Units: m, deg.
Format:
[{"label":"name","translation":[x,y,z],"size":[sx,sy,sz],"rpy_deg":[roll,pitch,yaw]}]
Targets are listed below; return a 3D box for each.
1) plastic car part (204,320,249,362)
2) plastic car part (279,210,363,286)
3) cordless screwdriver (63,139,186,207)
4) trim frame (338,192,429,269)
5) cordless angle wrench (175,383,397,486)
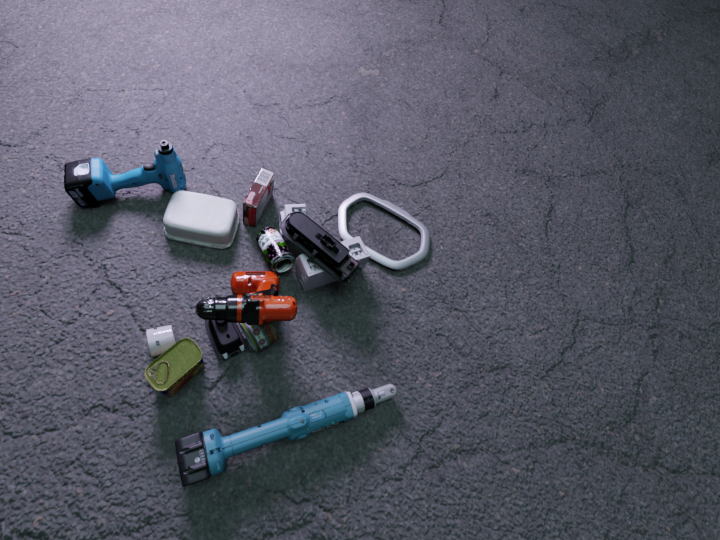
[{"label":"plastic car part","translation":[-0.279,0.116,0.859],"size":[0.064,0.070,0.120],"rpy_deg":[-23,72,-23]},{"label":"plastic car part","translation":[-0.087,-0.057,0.889],"size":[0.209,0.066,0.066],"rpy_deg":[38,69,14]},{"label":"cordless screwdriver","translation":[-0.530,-0.223,0.953],"size":[0.244,0.157,0.077],"rpy_deg":[-10,67,-14]},{"label":"trim frame","translation":[0.057,-0.102,1.059],"size":[0.253,0.027,0.184],"rpy_deg":[28,62,8]},{"label":"cordless angle wrench","translation":[-0.118,0.284,0.786],"size":[0.412,0.097,0.076],"rpy_deg":[-13,70,-20]}]
